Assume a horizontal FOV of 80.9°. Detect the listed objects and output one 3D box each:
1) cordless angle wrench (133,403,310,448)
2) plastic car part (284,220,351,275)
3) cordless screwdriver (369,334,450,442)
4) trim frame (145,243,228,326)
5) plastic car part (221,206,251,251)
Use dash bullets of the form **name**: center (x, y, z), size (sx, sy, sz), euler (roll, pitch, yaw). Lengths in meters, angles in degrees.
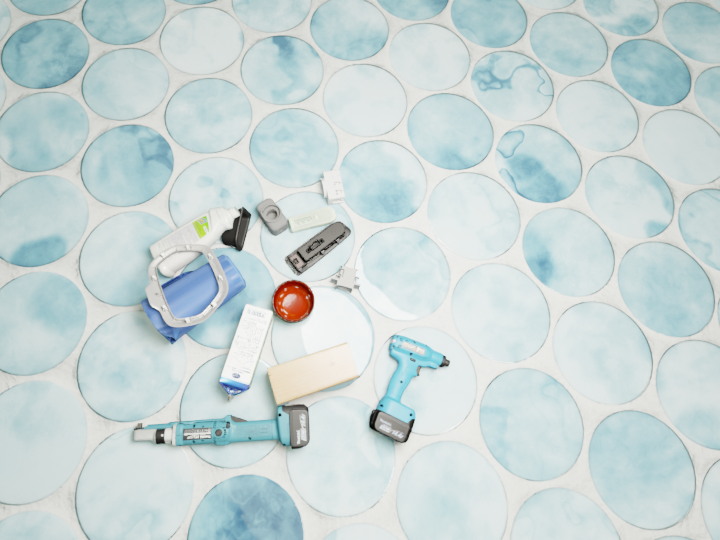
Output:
- **cordless angle wrench**: center (-0.335, 0.386, 1.020), size (0.422, 0.073, 0.100), euler (-3, 74, -1)
- **plastic car part**: center (-0.115, -0.075, 1.176), size (0.201, 0.066, 0.068), euler (-37, 74, -15)
- **cordless screwdriver**: center (0.124, 0.302, 1.064), size (0.160, 0.073, 0.251), euler (19, 69, 2)
- **trim frame**: center (-0.425, 0.027, 1.027), size (0.182, 0.026, 0.260), euler (-27, 59, -13)
- **plastic car part**: center (-0.356, -0.117, 1.182), size (0.073, 0.064, 0.117), euler (9, 76, 13)
